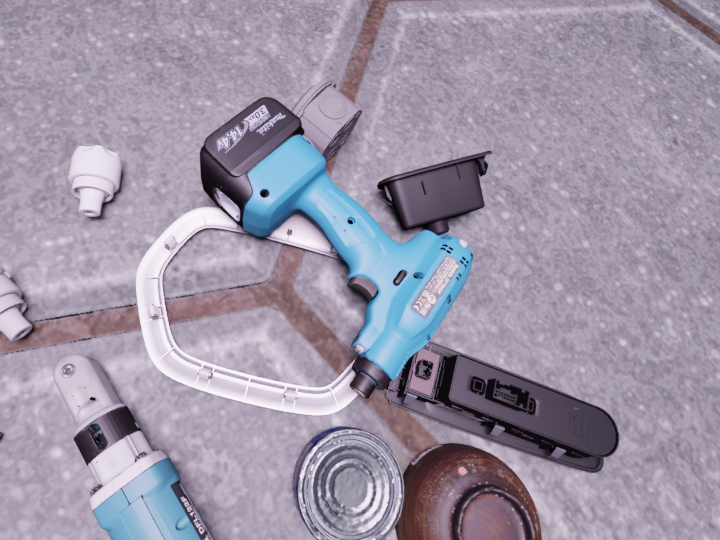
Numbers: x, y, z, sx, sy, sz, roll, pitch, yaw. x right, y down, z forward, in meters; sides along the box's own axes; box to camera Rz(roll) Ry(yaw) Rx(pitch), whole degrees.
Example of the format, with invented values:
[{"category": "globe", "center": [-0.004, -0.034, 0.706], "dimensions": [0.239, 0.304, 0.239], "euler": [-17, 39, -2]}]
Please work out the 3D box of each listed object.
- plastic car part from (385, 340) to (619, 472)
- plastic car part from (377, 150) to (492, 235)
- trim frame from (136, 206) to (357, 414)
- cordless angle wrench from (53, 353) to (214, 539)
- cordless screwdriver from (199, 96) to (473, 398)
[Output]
[{"category": "plastic car part", "center": [0.131, 0.114, 0.369], "dimensions": [0.202, 0.067, 0.067], "euler": [22, 60, -3]}, {"category": "plastic car part", "center": [0.079, -0.073, 0.440], "dimensions": [0.115, 0.067, 0.071], "euler": [-20, 89, -13]}, {"category": "trim frame", "center": [-0.081, 0.025, 0.389], "dimensions": [0.248, 0.027, 0.187], "euler": [14, 66, -1]}, {"category": "cordless angle wrench", "center": [-0.095, 0.230, 0.272], "dimensions": [0.073, 0.096, 0.435], "euler": [-35, 74, -18]}, {"category": "cordless screwdriver", "center": [-0.036, -0.024, 0.368], "dimensions": [0.250, 0.074, 0.158], "euler": [38, 67, 2]}]
